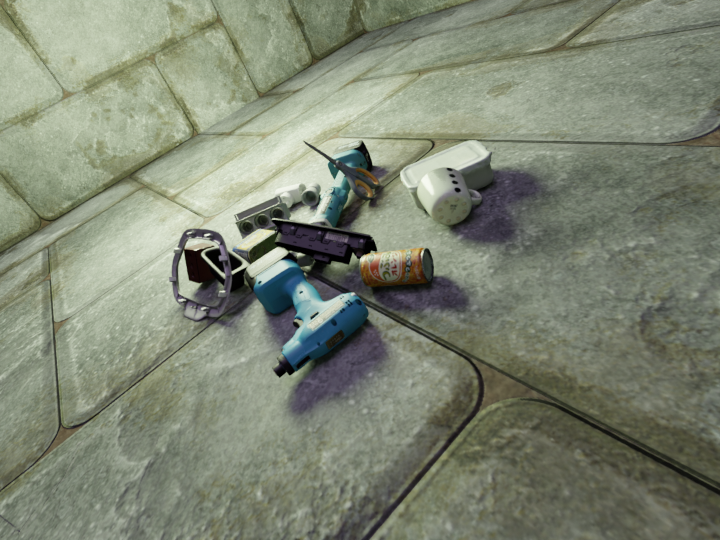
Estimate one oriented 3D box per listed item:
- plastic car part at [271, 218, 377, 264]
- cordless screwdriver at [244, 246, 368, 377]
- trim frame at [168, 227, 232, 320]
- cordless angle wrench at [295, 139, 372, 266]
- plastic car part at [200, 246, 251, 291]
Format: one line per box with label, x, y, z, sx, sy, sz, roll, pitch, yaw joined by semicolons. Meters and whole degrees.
plastic car part;-0.076;-0.050;0.776;0.211;0.063;0.067;17;80;21
cordless screwdriver;-0.118;0.060;0.688;0.157;0.071;0.263;-38;38;-16
trim frame;-0.332;0.006;0.861;0.262;0.184;0.026;8;4;41
cordless angle wrench;-0.061;-0.157;0.950;0.101;0.071;0.428;-10;39;25
plastic car part;-0.281;0.002;0.883;0.064;0.068;0.123;-30;41;-33
